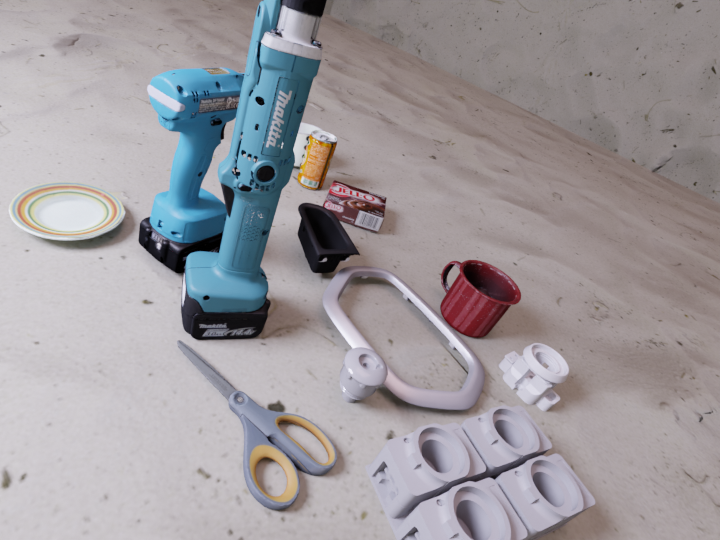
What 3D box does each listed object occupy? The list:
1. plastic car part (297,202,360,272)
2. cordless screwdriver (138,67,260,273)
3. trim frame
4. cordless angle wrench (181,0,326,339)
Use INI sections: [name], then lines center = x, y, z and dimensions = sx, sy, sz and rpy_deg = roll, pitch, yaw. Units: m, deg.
[plastic car part]
center = -0.062, -0.040, 0.630
dimensions = 0.063, 0.070, 0.123
rpy_deg = -1, 40, -30
[cordless screwdriver]
center = -0.190, -0.125, 0.526
dimensions = 0.077, 0.246, 0.156
rpy_deg = 34, 36, 13
[trim frame]
center = 0.055, 0.079, 0.565
dimensions = 0.177, 0.027, 0.261
rpy_deg = -15, 48, -40
[cordless angle wrench]
center = -0.094, -0.101, 0.391
dimensions = 0.094, 0.418, 0.078
rpy_deg = 5, 39, -27
